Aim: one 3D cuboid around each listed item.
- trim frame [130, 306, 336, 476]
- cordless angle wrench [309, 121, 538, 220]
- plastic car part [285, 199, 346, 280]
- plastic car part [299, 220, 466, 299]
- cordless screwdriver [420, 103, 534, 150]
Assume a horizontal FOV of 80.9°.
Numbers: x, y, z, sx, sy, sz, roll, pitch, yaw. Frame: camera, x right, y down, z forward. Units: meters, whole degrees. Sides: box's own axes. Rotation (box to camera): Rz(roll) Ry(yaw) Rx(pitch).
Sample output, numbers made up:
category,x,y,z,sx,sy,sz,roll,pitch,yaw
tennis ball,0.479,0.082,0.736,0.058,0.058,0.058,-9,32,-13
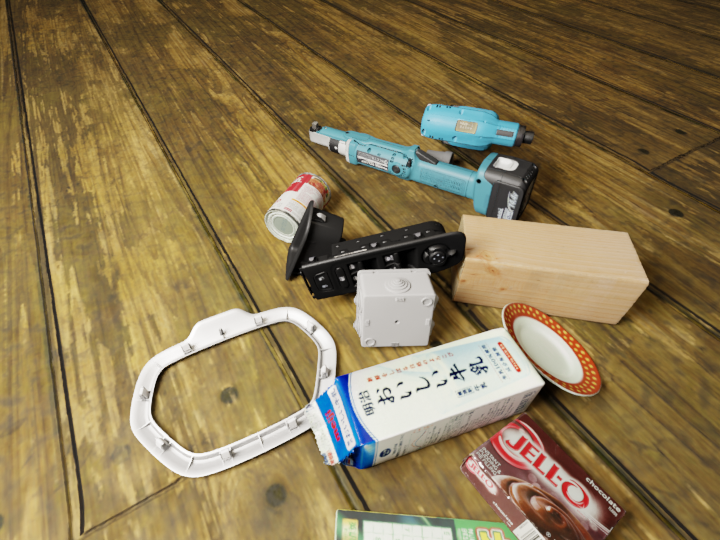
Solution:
category,x,y,z,sx,sy,sz,roll,pitch,yaw
trim frame,-0.145,0.126,0.501,0.244,0.026,0.194,-21,49,-15
cordless angle wrench,0.078,-0.194,0.754,0.444,0.094,0.073,25,51,27
plastic car part,-0.059,-0.039,0.602,0.069,0.116,0.068,16,45,-19
plastic car part,0.029,-0.017,0.539,0.206,0.063,0.069,-10,36,12
cordless screwdriver,0.203,-0.240,0.720,0.164,0.073,0.245,16,21,15
